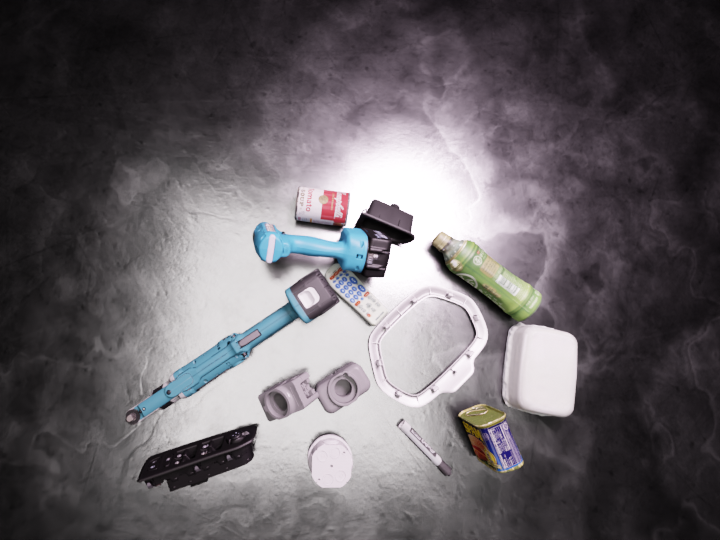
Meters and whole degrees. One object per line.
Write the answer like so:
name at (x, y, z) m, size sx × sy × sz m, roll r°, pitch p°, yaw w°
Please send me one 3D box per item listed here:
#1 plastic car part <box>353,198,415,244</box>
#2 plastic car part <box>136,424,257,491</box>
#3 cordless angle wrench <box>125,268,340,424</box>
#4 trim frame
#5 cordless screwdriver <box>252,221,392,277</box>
plastic car part at (0.054, -0.103, 0.839) m, size 0.116 × 0.065 × 0.072 m, roll 18°, pitch 64°, yaw -4°
plastic car part at (-0.270, 0.329, 0.728) m, size 0.201 × 0.067 × 0.067 m, roll -21°, pitch 92°, yaw -7°
cordless angle wrench at (-0.232, 0.145, 0.761) m, size 0.421 × 0.097 × 0.075 m, roll -34°, pitch 86°, yaw -5°
trim frame at (0.130, 0.140, 0.805) m, size 0.247 × 0.027 × 0.186 m, roll -41°, pitch 84°, yaw -12°
cordless screwdriver at (-0.077, -0.051, 0.792) m, size 0.243 × 0.165 × 0.073 m, roll 5°, pitch 106°, yaw -16°
